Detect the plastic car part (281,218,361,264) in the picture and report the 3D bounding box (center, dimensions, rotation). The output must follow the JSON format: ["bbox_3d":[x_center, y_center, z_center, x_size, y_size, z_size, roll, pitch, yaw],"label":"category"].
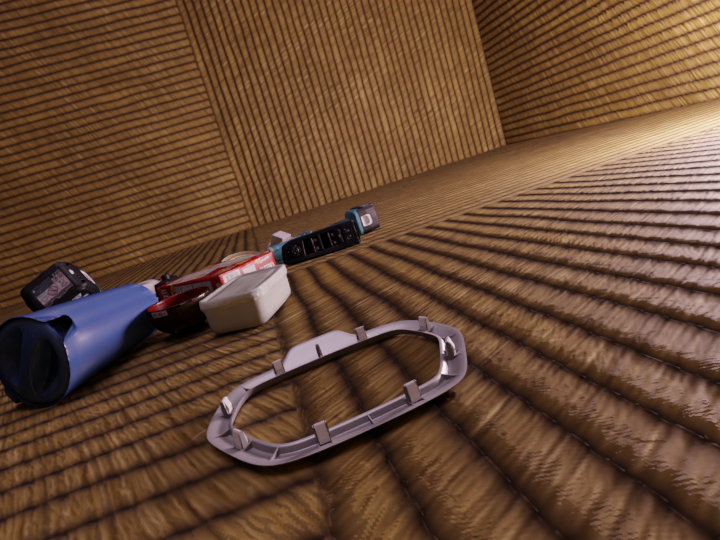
[{"bbox_3d":[-0.106,-0.069,1.084,0.202,0.066,0.067,-18,1,-4],"label":"plastic car part"}]

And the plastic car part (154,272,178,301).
[{"bbox_3d":[-0.509,0.045,1.119,0.066,0.069,0.119,-16,15,-1],"label":"plastic car part"}]

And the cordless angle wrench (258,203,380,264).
[{"bbox_3d":[-0.145,-0.079,1.165,0.415,0.073,0.102,-25,13,-19],"label":"cordless angle wrench"}]

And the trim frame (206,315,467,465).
[{"bbox_3d":[-0.021,0.096,0.388,0.245,0.027,0.190,-22,13,-12],"label":"trim frame"}]

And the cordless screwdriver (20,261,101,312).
[{"bbox_3d":[-0.522,0.056,0.821,0.158,0.075,0.247,-46,-6,-24],"label":"cordless screwdriver"}]
